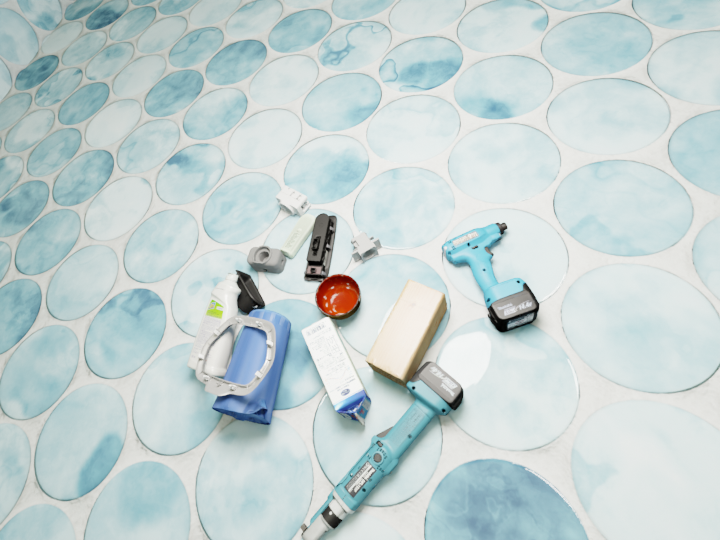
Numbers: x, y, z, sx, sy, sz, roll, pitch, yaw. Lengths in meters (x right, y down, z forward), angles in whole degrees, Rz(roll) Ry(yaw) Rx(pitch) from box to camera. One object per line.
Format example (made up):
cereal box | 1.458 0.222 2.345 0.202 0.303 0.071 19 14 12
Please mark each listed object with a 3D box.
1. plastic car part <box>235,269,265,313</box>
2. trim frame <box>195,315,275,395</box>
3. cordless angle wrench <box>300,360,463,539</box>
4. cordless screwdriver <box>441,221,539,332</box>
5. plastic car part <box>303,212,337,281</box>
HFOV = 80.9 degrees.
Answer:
plastic car part | -0.311 0.067 1.129 0.071 0.062 0.122 -39 60 11
trim frame | -0.280 0.185 0.935 0.261 0.026 0.185 3 60 38
cordless angle wrench | 0.039 0.370 0.838 0.103 0.071 0.422 38 81 30
cordless screwdriver | 0.310 0.002 0.950 0.160 0.071 0.261 -26 54 2
plastic car part | -0.111 -0.073 1.137 0.069 0.063 0.206 -2 59 23
